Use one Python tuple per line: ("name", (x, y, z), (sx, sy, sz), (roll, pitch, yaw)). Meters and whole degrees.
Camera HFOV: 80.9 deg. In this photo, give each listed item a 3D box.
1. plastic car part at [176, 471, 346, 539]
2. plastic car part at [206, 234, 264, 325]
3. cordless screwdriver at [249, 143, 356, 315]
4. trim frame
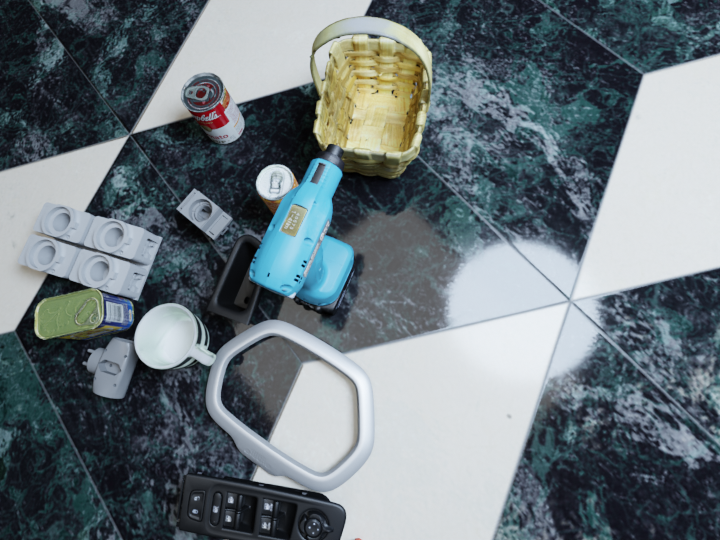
("plastic car part", (-0.119, 0.296, 0.522), (0.207, 0.065, 0.067), (6, 77, 10))
("plastic car part", (-0.159, 0.014, 0.604), (0.067, 0.069, 0.117), (17, 78, 10))
("cordless screwdriver", (-0.050, -0.033, 0.510), (0.076, 0.242, 0.160), (22, 80, 8))
("trim frame", (-0.097, 0.177, 0.572), (0.255, 0.027, 0.184), (27, 80, 14))
